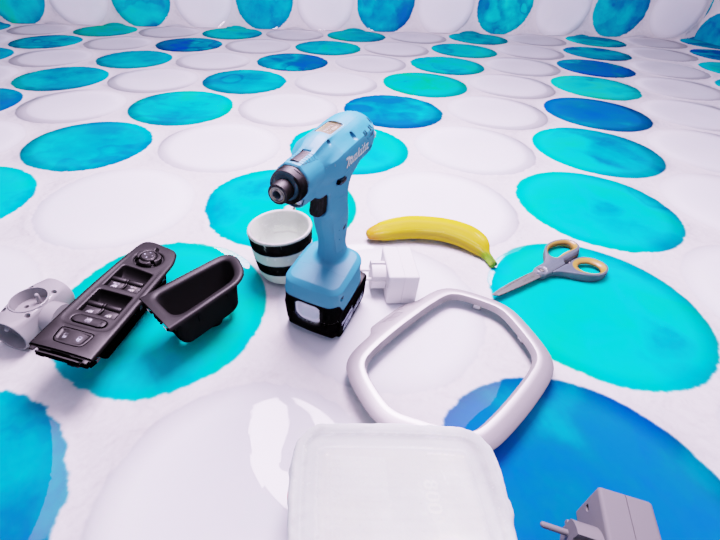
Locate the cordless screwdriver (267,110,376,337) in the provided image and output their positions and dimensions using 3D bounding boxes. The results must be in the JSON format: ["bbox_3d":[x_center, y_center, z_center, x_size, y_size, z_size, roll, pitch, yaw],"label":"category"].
[{"bbox_3d":[-0.044,-0.029,0.449,0.077,0.242,0.158,18,40,15],"label":"cordless screwdriver"}]

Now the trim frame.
[{"bbox_3d":[0.099,0.096,0.471,0.194,0.027,0.242,32,48,32],"label":"trim frame"}]

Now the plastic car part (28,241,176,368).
[{"bbox_3d":[-0.279,0.039,0.496,0.067,0.065,0.206,7,39,4],"label":"plastic car part"}]

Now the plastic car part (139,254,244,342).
[{"bbox_3d":[-0.183,0.040,0.495,0.069,0.069,0.114,31,46,30],"label":"plastic car part"}]
